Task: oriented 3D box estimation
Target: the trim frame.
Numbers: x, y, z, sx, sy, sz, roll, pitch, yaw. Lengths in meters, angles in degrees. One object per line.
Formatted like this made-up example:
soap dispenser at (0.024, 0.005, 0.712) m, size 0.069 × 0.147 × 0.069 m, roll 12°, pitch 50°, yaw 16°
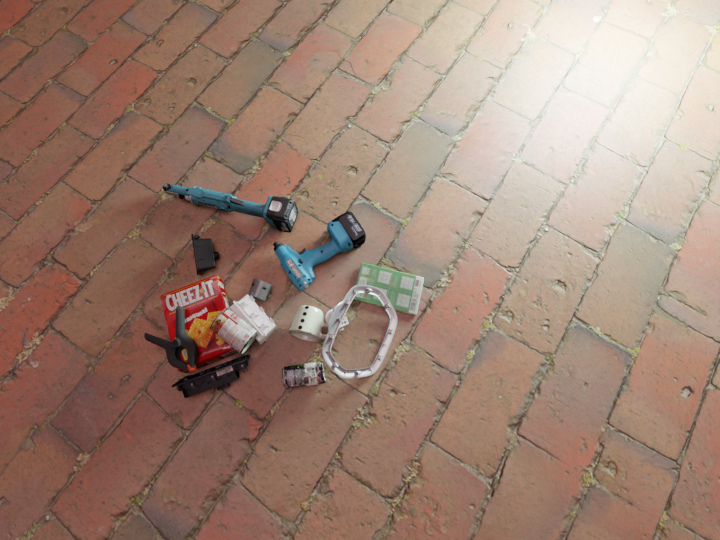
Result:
trim frame at (0.001, 0.157, 1.090) m, size 0.180 × 0.028 × 0.249 m, roll 30°, pitch 74°, yaw -12°

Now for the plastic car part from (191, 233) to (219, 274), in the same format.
plastic car part at (-0.444, -0.046, 1.215) m, size 0.069 × 0.066 × 0.119 m, roll -12°, pitch 73°, yaw -18°

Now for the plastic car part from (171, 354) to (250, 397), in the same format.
plastic car part at (-0.379, 0.276, 1.090) m, size 0.202 × 0.067 × 0.066 m, roll -16°, pitch 97°, yaw -4°

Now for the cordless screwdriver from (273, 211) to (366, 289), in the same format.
cordless screwdriver at (-0.117, -0.076, 1.196) m, size 0.248 × 0.072 × 0.164 m, roll -36°, pitch 72°, yaw -6°

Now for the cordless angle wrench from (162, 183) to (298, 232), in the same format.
cordless angle wrench at (-0.398, -0.203, 1.257) m, size 0.433 × 0.095 × 0.075 m, roll 13°, pitch 72°, yaw 12°
